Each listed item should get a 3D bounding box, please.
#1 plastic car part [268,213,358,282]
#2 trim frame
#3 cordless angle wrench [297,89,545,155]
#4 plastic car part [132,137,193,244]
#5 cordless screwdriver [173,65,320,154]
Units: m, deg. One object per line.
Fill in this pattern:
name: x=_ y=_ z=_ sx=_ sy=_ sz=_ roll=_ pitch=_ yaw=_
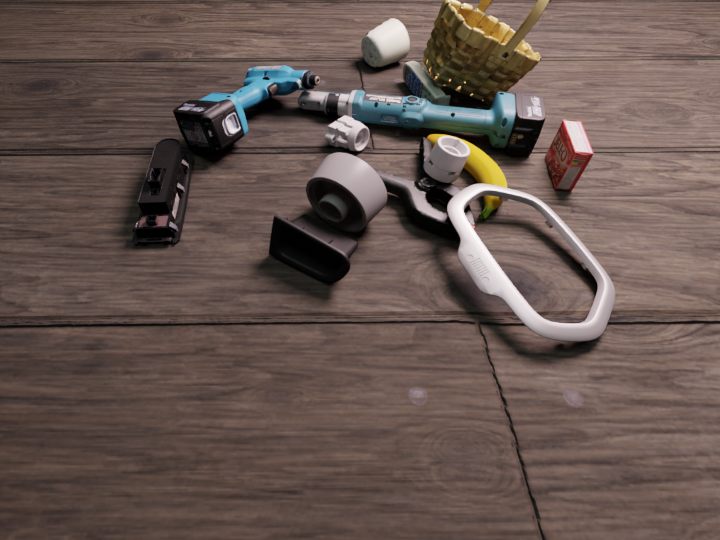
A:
plastic car part: x=-0.055 y=-0.036 z=0.565 sx=0.120 sy=0.065 sz=0.070 roll=25 pitch=40 yaw=14
trim frame: x=0.216 y=-0.021 z=0.548 sx=0.179 sy=0.027 sz=0.259 roll=-15 pitch=61 yaw=-22
cordless angle wrench: x=0.091 y=-0.283 z=0.756 sx=0.432 sy=0.072 sz=0.099 roll=10 pitch=52 yaw=11
plastic car part: x=-0.299 y=-0.132 z=0.639 sx=0.066 sy=0.064 sz=0.210 roll=-8 pitch=49 yaw=0
cordless screwdriver: x=-0.192 y=-0.295 z=0.743 sx=0.167 sy=0.071 sz=0.248 roll=13 pitch=48 yaw=28
